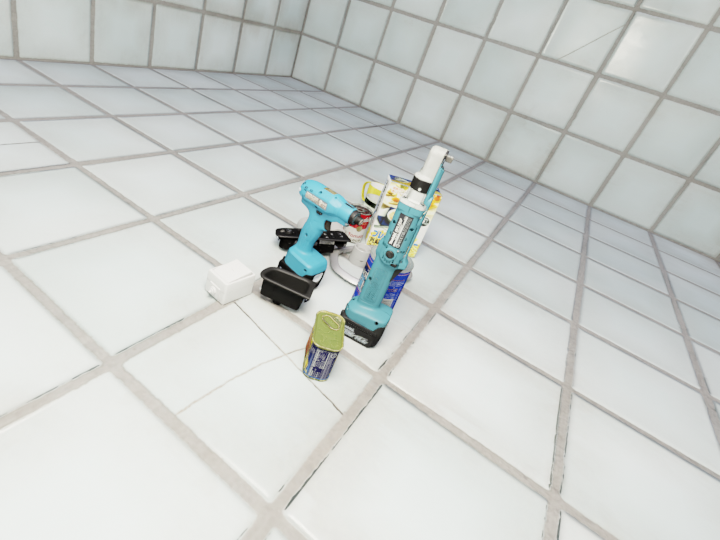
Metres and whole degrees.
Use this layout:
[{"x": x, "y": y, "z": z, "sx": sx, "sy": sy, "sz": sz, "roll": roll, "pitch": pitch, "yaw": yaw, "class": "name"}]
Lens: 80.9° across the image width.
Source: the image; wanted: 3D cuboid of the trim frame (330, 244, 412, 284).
[{"x": 0.028, "y": -0.012, "z": 1.141, "sx": 0.238, "sy": 0.027, "sz": 0.195, "roll": -6, "pitch": 38, "yaw": -37, "class": "trim frame"}]

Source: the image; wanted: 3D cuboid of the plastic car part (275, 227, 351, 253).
[{"x": -0.133, "y": -0.079, "z": 1.123, "sx": 0.196, "sy": 0.066, "sz": 0.069, "roll": 7, "pitch": 32, "yaw": -21, "class": "plastic car part"}]

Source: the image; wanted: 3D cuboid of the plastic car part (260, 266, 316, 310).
[{"x": -0.162, "y": 0.044, "z": 0.898, "sx": 0.117, "sy": 0.070, "sz": 0.066, "roll": 20, "pitch": 29, "yaw": 1, "class": "plastic car part"}]

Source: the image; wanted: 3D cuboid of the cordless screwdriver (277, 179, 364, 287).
[{"x": -0.091, "y": -0.060, "z": 0.933, "sx": 0.167, "sy": 0.246, "sz": 0.072, "roll": 36, "pitch": 32, "yaw": 25, "class": "cordless screwdriver"}]

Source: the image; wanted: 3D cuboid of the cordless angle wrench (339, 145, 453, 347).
[{"x": 0.064, "y": -0.038, "z": 0.809, "sx": 0.100, "sy": 0.418, "sz": 0.073, "roll": 28, "pitch": 29, "yaw": 11, "class": "cordless angle wrench"}]
